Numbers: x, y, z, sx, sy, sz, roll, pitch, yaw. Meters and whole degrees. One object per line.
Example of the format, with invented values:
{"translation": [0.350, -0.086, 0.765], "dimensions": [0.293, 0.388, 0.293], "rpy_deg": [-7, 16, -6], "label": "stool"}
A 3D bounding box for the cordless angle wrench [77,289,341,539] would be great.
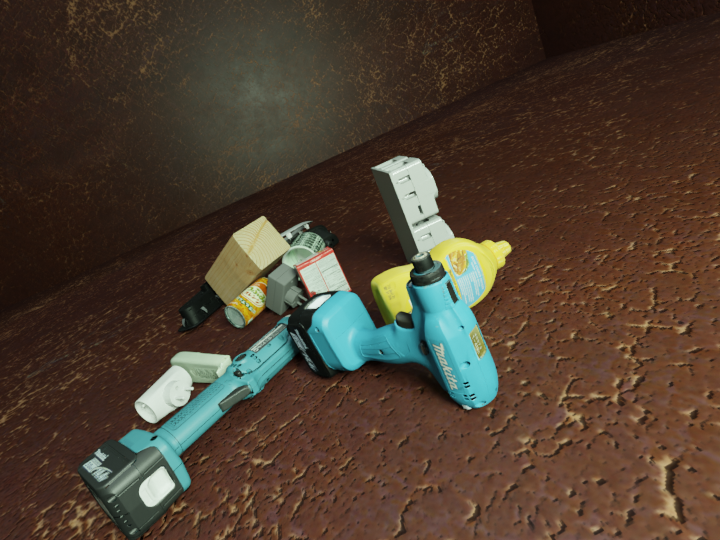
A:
{"translation": [-0.153, 0.142, 0.578], "dimensions": [0.102, 0.072, 0.415], "rpy_deg": [-5, 26, 42], "label": "cordless angle wrench"}

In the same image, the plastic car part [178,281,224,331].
{"translation": [-0.352, 0.066, 0.979], "dimensions": [0.068, 0.065, 0.203], "rpy_deg": [-8, 28, 22], "label": "plastic car part"}

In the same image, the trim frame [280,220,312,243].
{"translation": [-0.221, -0.060, 1.084], "dimensions": [0.254, 0.027, 0.180], "rpy_deg": [-31, 5, 36], "label": "trim frame"}

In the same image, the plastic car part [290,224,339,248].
{"translation": [-0.100, -0.066, 1.028], "dimensions": [0.114, 0.063, 0.075], "rpy_deg": [-32, 36, -30], "label": "plastic car part"}

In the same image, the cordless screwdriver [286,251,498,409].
{"translation": [0.014, 0.058, 0.475], "dimensions": [0.260, 0.155, 0.073], "rpy_deg": [-4, 26, 47], "label": "cordless screwdriver"}
